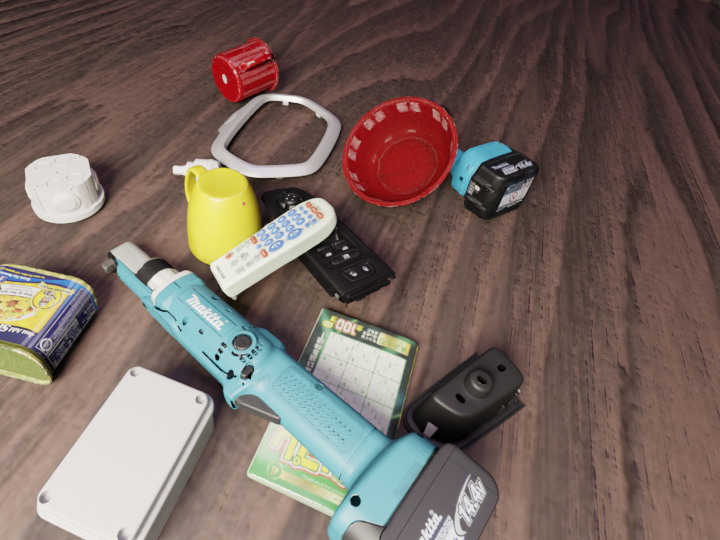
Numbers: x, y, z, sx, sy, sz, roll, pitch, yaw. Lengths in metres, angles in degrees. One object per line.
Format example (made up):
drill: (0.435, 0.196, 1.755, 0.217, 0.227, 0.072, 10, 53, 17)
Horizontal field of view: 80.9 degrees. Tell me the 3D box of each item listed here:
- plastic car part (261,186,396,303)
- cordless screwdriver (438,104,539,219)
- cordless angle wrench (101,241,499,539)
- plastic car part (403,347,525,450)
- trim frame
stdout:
plastic car part: (-0.048, -0.031, 0.490, 0.065, 0.065, 0.214, -26, 53, -22)
cordless screwdriver: (0.156, -0.192, 0.665, 0.155, 0.072, 0.262, -26, 53, -29)
cordless angle wrench: (-0.101, 0.080, 0.373, 0.444, 0.072, 0.096, 32, 52, 27)
plastic car part: (0.102, 0.112, 0.384, 0.113, 0.069, 0.069, -22, 55, -30)
trim frame: (-0.132, -0.220, 0.676, 0.186, 0.027, 0.252, 15, 50, 4)
